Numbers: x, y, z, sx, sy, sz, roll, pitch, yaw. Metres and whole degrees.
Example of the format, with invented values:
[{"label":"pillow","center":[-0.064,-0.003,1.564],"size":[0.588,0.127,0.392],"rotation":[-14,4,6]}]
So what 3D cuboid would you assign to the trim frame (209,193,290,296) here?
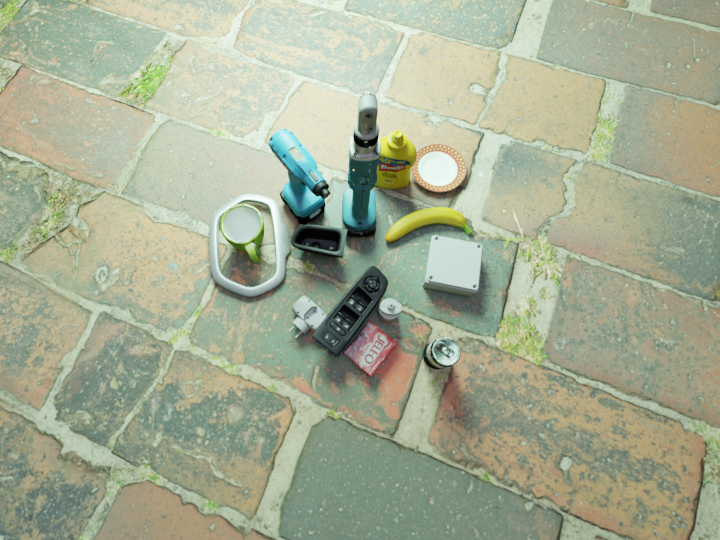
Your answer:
[{"label":"trim frame","center":[-0.253,-0.062,0.964],"size":[0.184,0.027,0.254],"rotation":[-9,71,0]}]

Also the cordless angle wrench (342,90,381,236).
[{"label":"cordless angle wrench","center":[0.003,-0.174,0.785],"size":[0.074,0.415,0.100],"rotation":[0,74,-2]}]

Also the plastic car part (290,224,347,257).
[{"label":"plastic car part","center":[-0.091,-0.060,0.932],"size":[0.118,0.069,0.067],"rotation":[9,73,4]}]

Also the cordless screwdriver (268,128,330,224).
[{"label":"cordless screwdriver","center":[-0.114,-0.168,0.879],"size":[0.074,0.244,0.164],"rotation":[-35,76,-11]}]

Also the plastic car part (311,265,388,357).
[{"label":"plastic car part","center":[-0.015,0.083,0.881],"size":[0.068,0.066,0.202],"rotation":[35,76,11]}]
